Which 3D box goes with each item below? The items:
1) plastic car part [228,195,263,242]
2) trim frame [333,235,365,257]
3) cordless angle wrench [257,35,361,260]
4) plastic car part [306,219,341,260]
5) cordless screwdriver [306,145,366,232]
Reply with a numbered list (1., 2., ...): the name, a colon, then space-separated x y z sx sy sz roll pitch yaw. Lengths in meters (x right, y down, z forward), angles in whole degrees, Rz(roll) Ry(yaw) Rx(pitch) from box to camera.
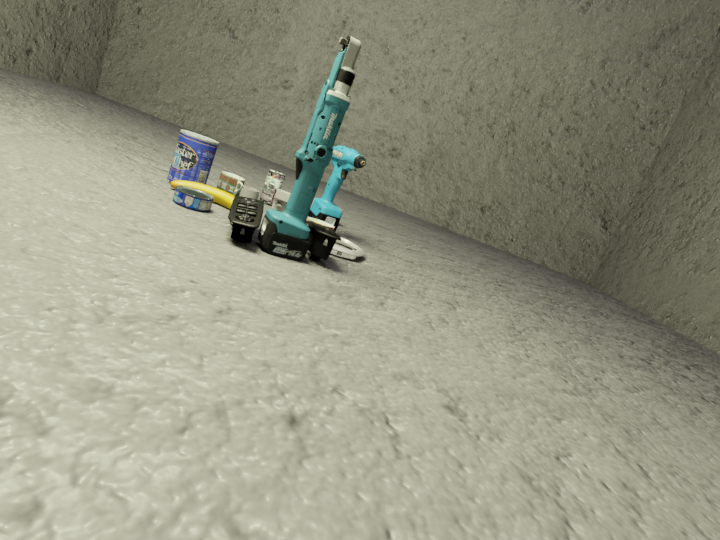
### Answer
1. plastic car part: -0.237 -0.104 0.860 0.064 0.067 0.210 17 14 -17
2. trim frame: -0.101 -0.082 1.061 0.241 0.027 0.191 17 14 -17
3. cordless angle wrench: -0.085 -0.228 0.808 0.094 0.421 0.078 16 13 -26
4. plastic car part: -0.087 -0.057 0.891 0.064 0.070 0.121 17 14 -20
5. cordless screwdriver: -0.067 -0.216 1.166 0.071 0.247 0.168 14 14 -33
